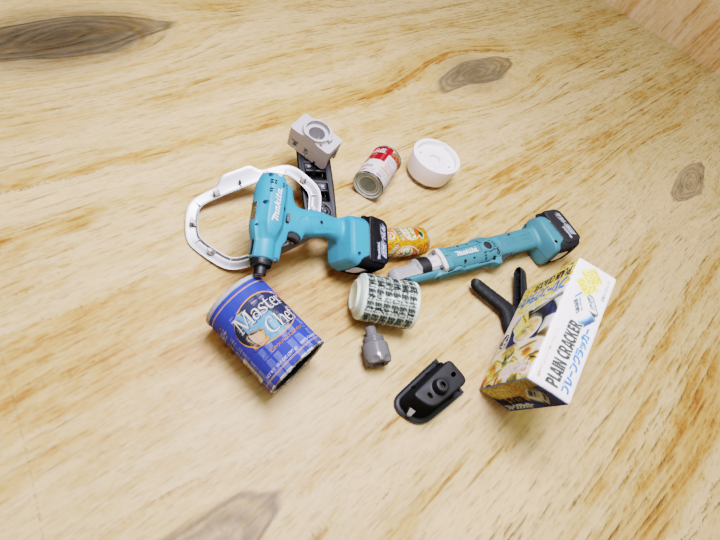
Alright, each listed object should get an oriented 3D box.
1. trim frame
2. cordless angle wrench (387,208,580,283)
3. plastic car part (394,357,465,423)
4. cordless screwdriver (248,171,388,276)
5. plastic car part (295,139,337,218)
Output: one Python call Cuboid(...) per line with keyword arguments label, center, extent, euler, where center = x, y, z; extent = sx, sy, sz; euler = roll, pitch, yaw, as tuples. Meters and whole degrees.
Cuboid(label="trim frame", center=(-0.186, -0.102, 0.743), extent=(0.246, 0.027, 0.191), euler=(-24, 68, -11))
Cuboid(label="cordless angle wrench", center=(0.237, -0.033, 0.825), extent=(0.412, 0.073, 0.102), euler=(-14, 62, -21))
Cuboid(label="plastic car part", center=(0.114, 0.179, 0.640), extent=(0.113, 0.070, 0.068), euler=(-28, 69, -34))
Cuboid(label="cordless screwdriver", center=(-0.067, -0.044, 0.682), extent=(0.236, 0.077, 0.162), euler=(19, 65, -35))
Cuboid(label="plastic car part", center=(-0.091, -0.158, 0.814), extent=(0.064, 0.067, 0.210), euler=(3, 60, -26))
